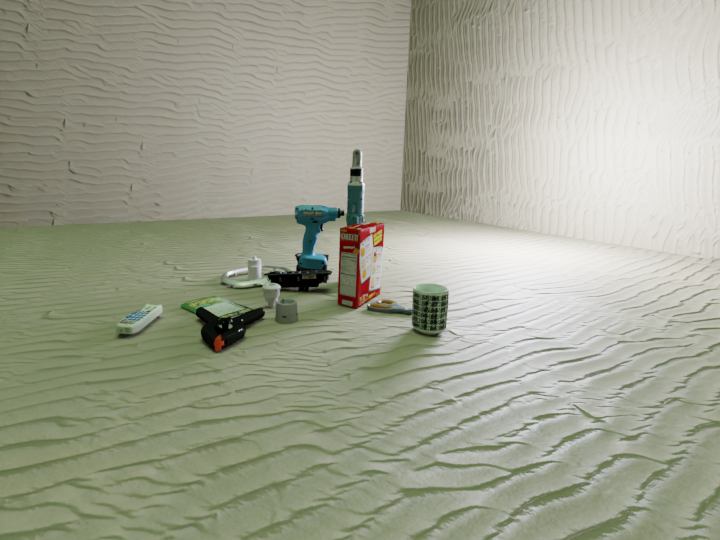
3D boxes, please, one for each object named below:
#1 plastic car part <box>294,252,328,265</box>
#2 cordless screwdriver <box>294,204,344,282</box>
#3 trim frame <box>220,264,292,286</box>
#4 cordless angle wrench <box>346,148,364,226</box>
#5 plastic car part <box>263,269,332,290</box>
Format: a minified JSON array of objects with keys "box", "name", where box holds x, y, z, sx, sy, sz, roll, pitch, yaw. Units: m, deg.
[{"box":[-0.169,-0.022,1.462,0.117,0.070,0.066,2,12,1],"name":"plastic car part"},{"box":[-0.133,-0.087,1.364,0.157,0.246,0.076,0,11,-7],"name":"cordless screwdriver"},{"box":[-0.338,0.017,1.382,0.238,0.027,0.194,-12,19,-42],"name":"trim frame"},{"box":[-0.017,-0.159,1.303,0.075,0.418,0.097,3,11,7],"name":"cordless angle wrench"},{"box":[-0.189,0.026,1.274,0.205,0.066,0.066,2,12,6],"name":"plastic car part"}]
